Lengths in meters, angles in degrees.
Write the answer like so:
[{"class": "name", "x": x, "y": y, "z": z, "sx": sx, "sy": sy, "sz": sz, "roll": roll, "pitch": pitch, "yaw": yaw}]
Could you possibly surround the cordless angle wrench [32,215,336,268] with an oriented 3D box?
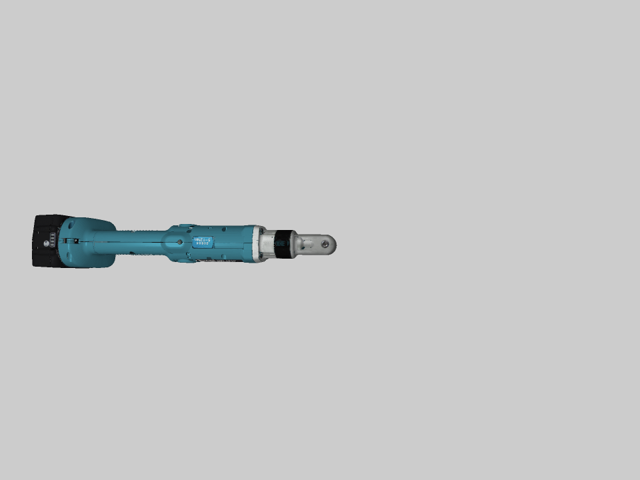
[{"class": "cordless angle wrench", "x": -0.189, "y": 0.005, "z": 0.601, "sx": 0.423, "sy": 0.074, "sz": 0.098, "roll": 0, "pitch": -4, "yaw": 7}]
